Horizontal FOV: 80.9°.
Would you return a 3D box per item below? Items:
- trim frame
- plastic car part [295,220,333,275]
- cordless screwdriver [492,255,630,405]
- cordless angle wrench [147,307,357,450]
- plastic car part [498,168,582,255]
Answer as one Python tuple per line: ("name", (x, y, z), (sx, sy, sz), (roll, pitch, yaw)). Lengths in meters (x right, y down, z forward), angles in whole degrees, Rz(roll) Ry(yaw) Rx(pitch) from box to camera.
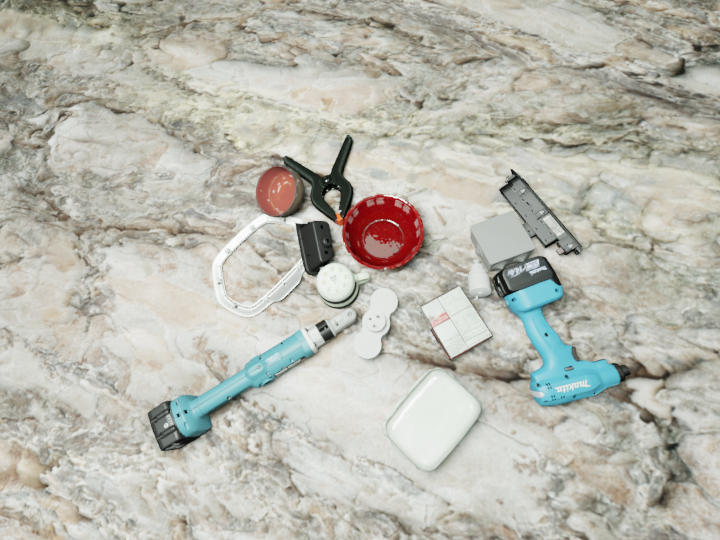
("trim frame", (-0.208, -0.018, 0.902), (0.247, 0.027, 0.190), (-44, 72, -8))
("plastic car part", (-0.084, -0.055, 0.860), (0.063, 0.072, 0.120), (0, 67, -32))
("cordless screwdriver", (0.349, 0.097, 0.751), (0.160, 0.072, 0.254), (-17, 74, 3))
("cordless angle wrench", (-0.188, 0.190, 0.801), (0.421, 0.095, 0.077), (-32, 70, -5))
("plastic car part", (0.342, -0.108, 0.828), (0.068, 0.063, 0.209), (-35, 70, 23))
